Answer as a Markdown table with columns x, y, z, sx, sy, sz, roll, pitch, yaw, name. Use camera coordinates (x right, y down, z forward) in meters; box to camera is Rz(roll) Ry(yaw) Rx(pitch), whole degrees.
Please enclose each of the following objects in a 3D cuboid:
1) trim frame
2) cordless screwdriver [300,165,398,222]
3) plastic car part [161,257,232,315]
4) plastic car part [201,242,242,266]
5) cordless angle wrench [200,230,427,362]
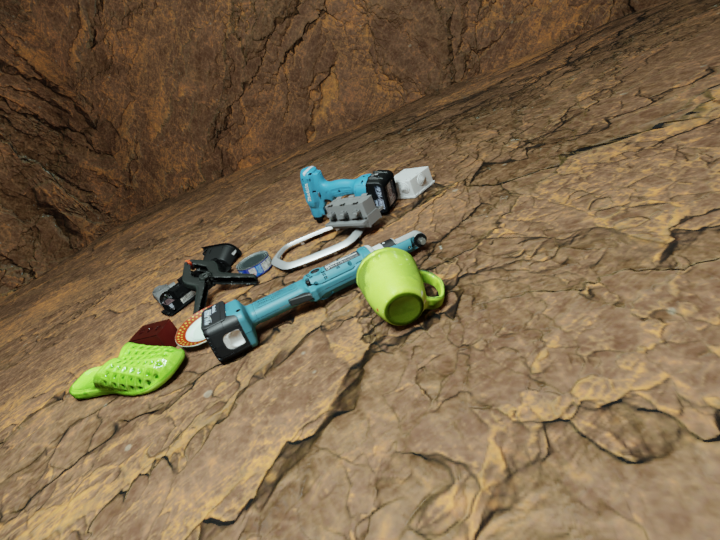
| x | y | z | sx | sy | sz | roll | pitch | yaw | name |
| --- | --- | --- | --- | --- | --- | --- | --- | --- | --- |
| -0.098 | -0.064 | 1.000 | 0.251 | 0.026 | 0.189 | -24 | 26 | 7 | trim frame |
| -0.033 | -0.184 | 1.081 | 0.260 | 0.153 | 0.074 | 9 | 39 | 28 | cordless screwdriver |
| -0.421 | 0.032 | 1.073 | 0.199 | 0.065 | 0.069 | -40 | 20 | -35 | plastic car part |
| -0.397 | -0.031 | 1.181 | 0.121 | 0.063 | 0.072 | -7 | 43 | 28 | plastic car part |
| -0.073 | 0.025 | 0.755 | 0.420 | 0.072 | 0.102 | -26 | 23 | -7 | cordless angle wrench |
